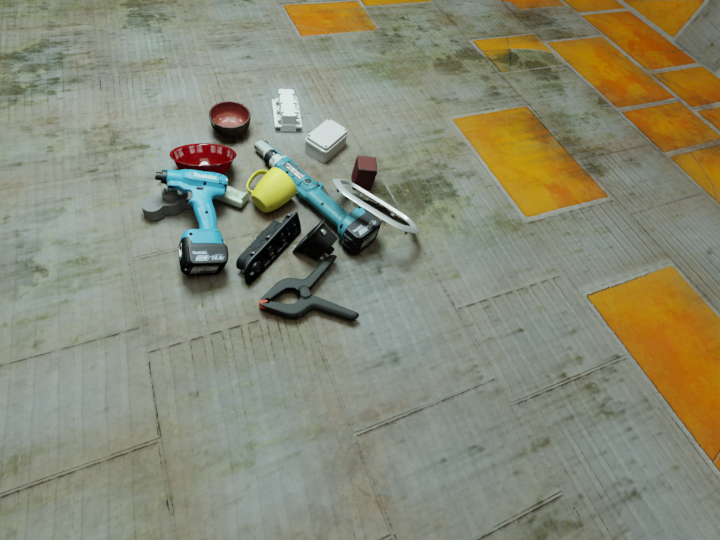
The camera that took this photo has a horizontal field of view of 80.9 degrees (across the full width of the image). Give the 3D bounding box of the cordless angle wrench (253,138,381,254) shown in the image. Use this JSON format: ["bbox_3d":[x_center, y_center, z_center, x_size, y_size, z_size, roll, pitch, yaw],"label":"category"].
[{"bbox_3d":[-0.133,-0.210,1.081,0.096,0.073,0.439,-37,67,-28],"label":"cordless angle wrench"}]

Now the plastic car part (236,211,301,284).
[{"bbox_3d":[-0.216,-0.058,0.971,0.069,0.064,0.203,23,56,15],"label":"plastic car part"}]

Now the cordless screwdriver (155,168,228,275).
[{"bbox_3d":[-0.373,-0.116,0.936,0.153,0.075,0.256,3,64,-28],"label":"cordless screwdriver"}]

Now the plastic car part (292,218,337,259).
[{"bbox_3d":[-0.095,-0.062,0.971,0.069,0.119,0.066,44,57,-13],"label":"plastic car part"}]

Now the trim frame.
[{"bbox_3d":[0.036,-0.156,1.031,0.251,0.027,0.183,30,21,3],"label":"trim frame"}]
